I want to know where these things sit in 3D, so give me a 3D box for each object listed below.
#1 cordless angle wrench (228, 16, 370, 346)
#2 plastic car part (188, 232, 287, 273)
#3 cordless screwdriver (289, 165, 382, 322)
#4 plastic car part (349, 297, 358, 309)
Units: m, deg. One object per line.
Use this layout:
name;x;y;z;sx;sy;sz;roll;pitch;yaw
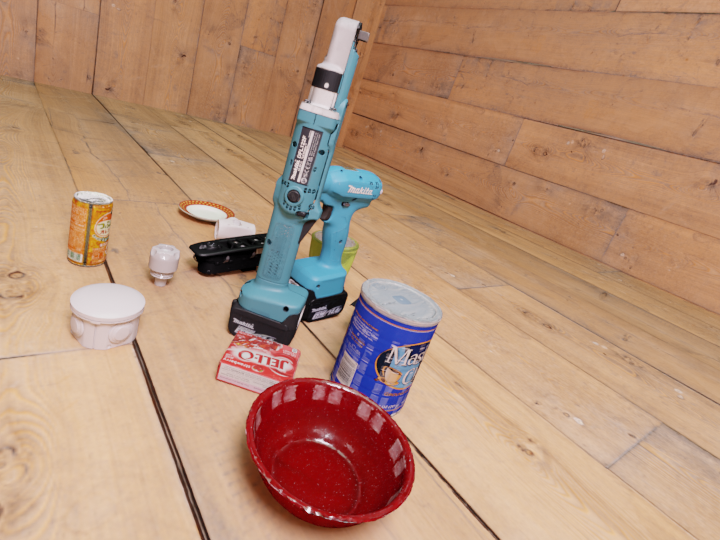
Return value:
cordless angle wrench;-0.079;-0.098;0.546;0.099;0.419;0.074;20;19;2
plastic car part;-0.219;-0.032;0.769;0.070;0.066;0.194;32;25;34
cordless screwdriver;-0.065;-0.042;0.660;0.152;0.246;0.079;-2;28;-45
plastic car part;0.026;0.074;0.685;0.068;0.070;0.114;24;21;16
